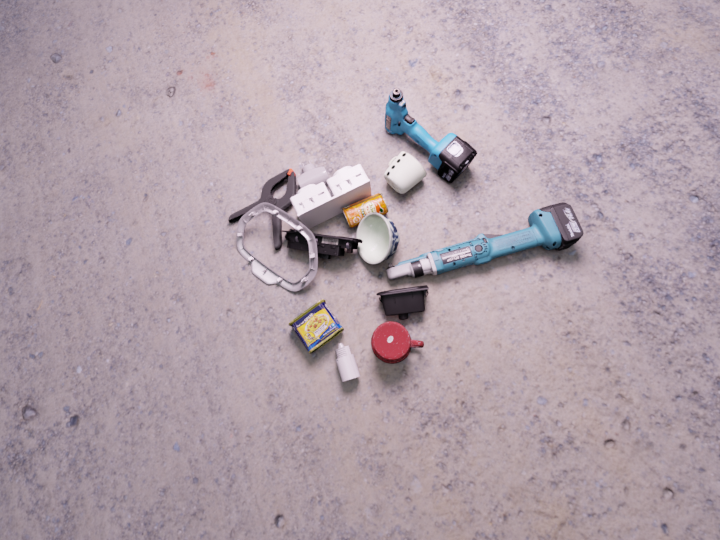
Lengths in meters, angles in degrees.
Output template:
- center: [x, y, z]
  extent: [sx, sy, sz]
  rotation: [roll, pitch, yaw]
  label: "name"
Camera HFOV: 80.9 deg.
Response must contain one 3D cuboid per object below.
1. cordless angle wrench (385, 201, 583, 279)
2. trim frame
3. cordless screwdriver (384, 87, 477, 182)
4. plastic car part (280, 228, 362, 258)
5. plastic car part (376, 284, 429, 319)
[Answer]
- center: [0.267, -0.046, 0.965]
  extent: [0.427, 0.072, 0.100]
  rotation: [-16, 73, 7]
  label: "cordless angle wrench"
- center: [-0.208, -0.056, 1.033]
  extent: [0.256, 0.027, 0.183]
  rotation: [35, 113, 16]
  label: "trim frame"
- center: [0.158, -0.330, 1.018]
  extent: [0.256, 0.155, 0.074]
  rotation: [43, 83, 14]
  label: "cordless screwdriver"
- center: [-0.100, -0.066, 1.024]
  extent: [0.211, 0.064, 0.066]
  rotation: [13, 103, 23]
  label: "plastic car part"
- center: [0.101, 0.075, 0.965]
  extent: [0.118, 0.065, 0.071]
  rotation: [-12, 88, 8]
  label: "plastic car part"
